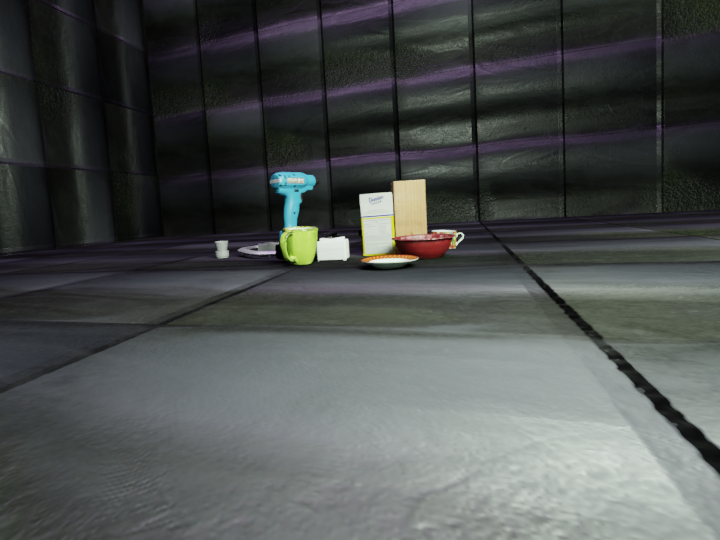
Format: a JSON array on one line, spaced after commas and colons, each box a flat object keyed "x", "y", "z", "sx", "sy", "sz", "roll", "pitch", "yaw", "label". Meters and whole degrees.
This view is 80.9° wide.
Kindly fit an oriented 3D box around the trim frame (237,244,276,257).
[{"x": -0.306, "y": -0.066, "z": 1.415, "sx": 0.177, "sy": 0.027, "sz": 0.260, "roll": -9, "pitch": 10, "yaw": -33, "label": "trim frame"}]

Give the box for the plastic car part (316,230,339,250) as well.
[{"x": -0.131, "y": -0.085, "z": 1.335, "sx": 0.068, "sy": 0.066, "sz": 0.198, "roll": -1, "pitch": 8, "yaw": 19, "label": "plastic car part"}]

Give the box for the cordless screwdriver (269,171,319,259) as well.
[{"x": -0.174, "y": -0.154, "z": 1.202, "sx": 0.152, "sy": 0.247, "sz": 0.078, "roll": -9, "pitch": 7, "yaw": -44, "label": "cordless screwdriver"}]

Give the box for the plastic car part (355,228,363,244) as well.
[{"x": 0.040, "y": -0.106, "z": 1.385, "sx": 0.064, "sy": 0.070, "sz": 0.121, "roll": -7, "pitch": 8, "yaw": -27, "label": "plastic car part"}]
